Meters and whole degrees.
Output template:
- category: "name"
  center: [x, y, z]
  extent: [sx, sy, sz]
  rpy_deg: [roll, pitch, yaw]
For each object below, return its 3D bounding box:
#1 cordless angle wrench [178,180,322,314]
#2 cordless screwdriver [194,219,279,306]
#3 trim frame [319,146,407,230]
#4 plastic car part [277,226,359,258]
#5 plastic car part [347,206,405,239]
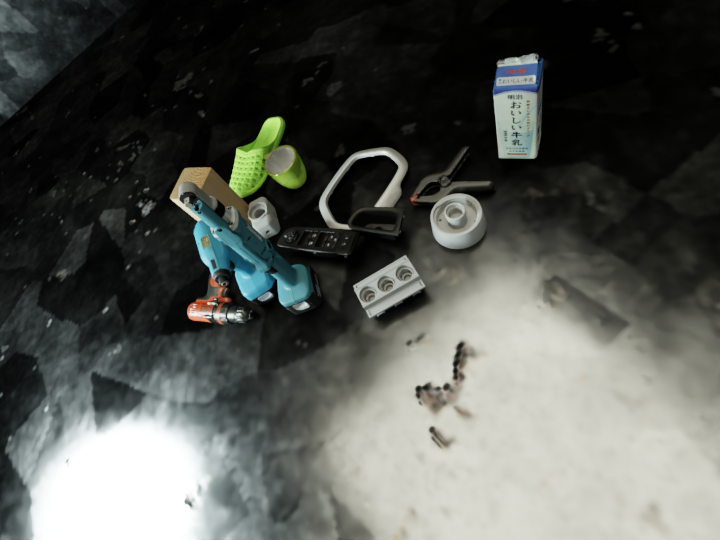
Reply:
- category: "cordless angle wrench"
  center: [-0.191, -0.035, 0.781]
  extent: [0.075, 0.401, 0.102]
  rpy_deg: [-22, 58, 11]
- category: "cordless screwdriver"
  center: [-0.247, 0.007, 0.887]
  extent: [0.075, 0.236, 0.167]
  rpy_deg: [-33, 56, 4]
- category: "trim frame"
  center: [0.006, -0.193, 1.006]
  extent: [0.194, 0.026, 0.248]
  rpy_deg: [27, 77, 34]
- category: "plastic car part"
  center: [-0.094, -0.061, 0.958]
  extent: [0.212, 0.063, 0.067]
  rpy_deg: [9, 68, 28]
- category: "plastic car part"
  center: [0.039, -0.095, 0.912]
  extent: [0.122, 0.067, 0.066]
  rpy_deg: [6, 67, 27]
